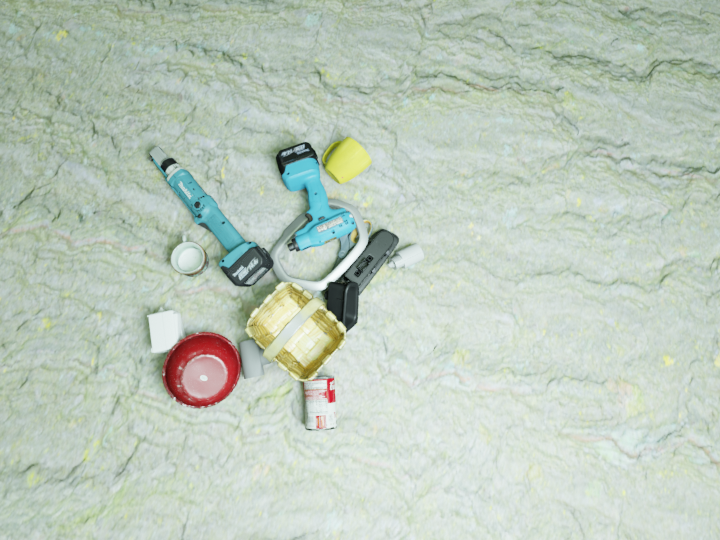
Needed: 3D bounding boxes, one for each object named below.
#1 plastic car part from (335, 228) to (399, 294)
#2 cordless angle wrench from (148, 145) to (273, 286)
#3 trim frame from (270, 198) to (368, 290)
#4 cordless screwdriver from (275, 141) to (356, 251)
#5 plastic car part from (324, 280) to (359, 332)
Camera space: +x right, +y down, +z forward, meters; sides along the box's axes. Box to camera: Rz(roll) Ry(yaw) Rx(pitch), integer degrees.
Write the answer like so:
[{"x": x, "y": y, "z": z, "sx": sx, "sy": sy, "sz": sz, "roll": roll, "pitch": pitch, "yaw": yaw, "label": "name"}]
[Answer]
[{"x": 0.014, "y": -0.021, "z": 0.970, "sx": 0.068, "sy": 0.065, "sz": 0.202, "roll": 36, "pitch": 74, "yaw": 12, "label": "plastic car part"}, {"x": -0.368, "y": -0.145, "z": 0.987, "sx": 0.098, "sy": 0.072, "sz": 0.435, "roll": -43, "pitch": 75, "yaw": 5, "label": "cordless angle wrench"}, {"x": -0.096, "y": -0.063, "z": 0.979, "sx": 0.191, "sy": 0.027, "sz": 0.247, "roll": 38, "pitch": 78, "yaw": 19, "label": "trim frame"}, {"x": -0.132, "y": -0.167, "z": 0.981, "sx": 0.159, "sy": 0.072, "sz": 0.257, "roll": -25, "pitch": 69, "yaw": -4, "label": "cordless screwdriver"}, {"x": -0.046, "y": 0.069, "z": 0.925, "sx": 0.074, "sy": 0.064, "sz": 0.114, "roll": 12, "pitch": 114, "yaw": 28, "label": "plastic car part"}]
